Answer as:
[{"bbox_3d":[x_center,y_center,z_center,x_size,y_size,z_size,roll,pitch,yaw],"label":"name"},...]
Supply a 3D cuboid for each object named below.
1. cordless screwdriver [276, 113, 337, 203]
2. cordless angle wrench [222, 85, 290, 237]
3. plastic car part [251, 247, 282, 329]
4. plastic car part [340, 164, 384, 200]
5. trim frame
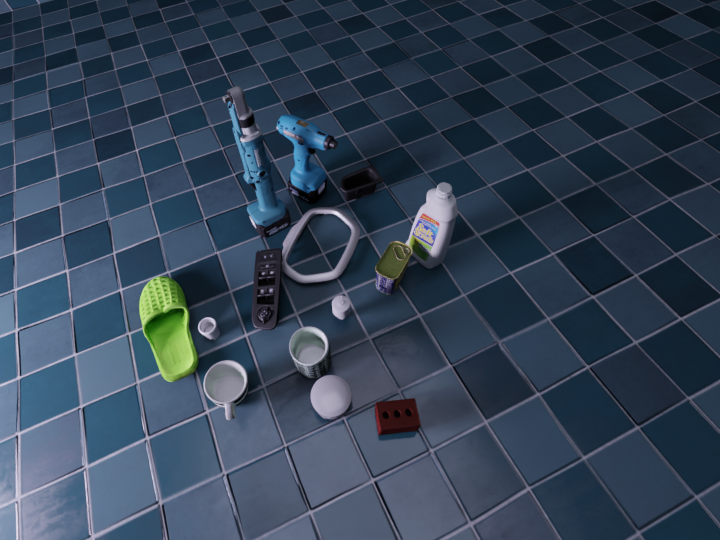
[{"bbox_3d":[-0.125,-0.275,1.087,0.165,0.241,0.074,30,62,18],"label":"cordless screwdriver"},{"bbox_3d":[-0.237,-0.235,0.969,0.096,0.409,0.078,-29,63,-17],"label":"cordless angle wrench"},{"bbox_3d":[-0.216,0.049,0.987,0.066,0.065,0.209,-3,57,0],"label":"plastic car part"},{"bbox_3d":[-0.004,-0.226,1.147,0.115,0.068,0.069,-25,60,-12],"label":"plastic car part"},{"bbox_3d":[-0.105,-0.069,1.078,0.189,0.026,0.250,15,59,14],"label":"trim frame"}]
